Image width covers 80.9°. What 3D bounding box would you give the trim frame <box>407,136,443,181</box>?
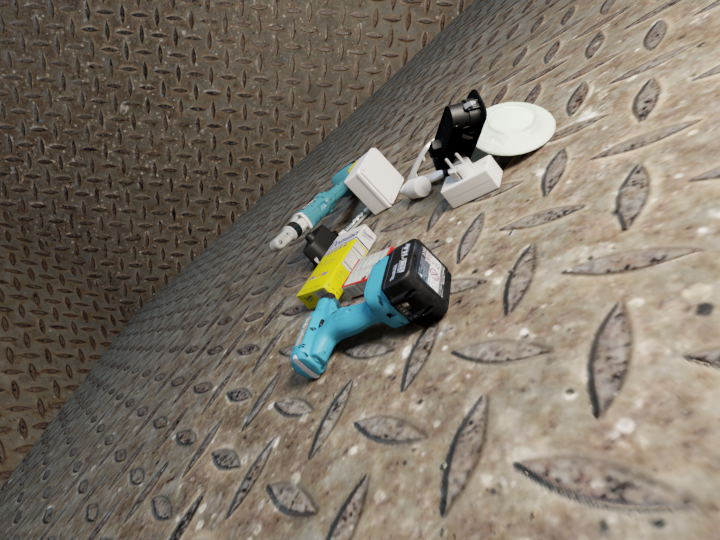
[{"bbox_3d":[0.185,-0.258,0.899,0.189,0.027,0.249,-25,27,42],"label":"trim frame"}]

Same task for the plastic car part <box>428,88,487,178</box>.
[{"bbox_3d":[0.148,-0.212,0.679,0.200,0.067,0.067,104,162,-74],"label":"plastic car part"}]

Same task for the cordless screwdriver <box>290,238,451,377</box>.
[{"bbox_3d":[0.006,0.044,0.604,0.253,0.072,0.161,-34,22,32],"label":"cordless screwdriver"}]

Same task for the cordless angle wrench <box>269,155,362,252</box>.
[{"bbox_3d":[-0.093,-0.166,1.055,0.101,0.073,0.419,-26,18,42],"label":"cordless angle wrench"}]

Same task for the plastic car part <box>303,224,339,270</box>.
[{"bbox_3d":[-0.095,-0.062,0.974,0.067,0.069,0.117,-32,20,35],"label":"plastic car part"}]
